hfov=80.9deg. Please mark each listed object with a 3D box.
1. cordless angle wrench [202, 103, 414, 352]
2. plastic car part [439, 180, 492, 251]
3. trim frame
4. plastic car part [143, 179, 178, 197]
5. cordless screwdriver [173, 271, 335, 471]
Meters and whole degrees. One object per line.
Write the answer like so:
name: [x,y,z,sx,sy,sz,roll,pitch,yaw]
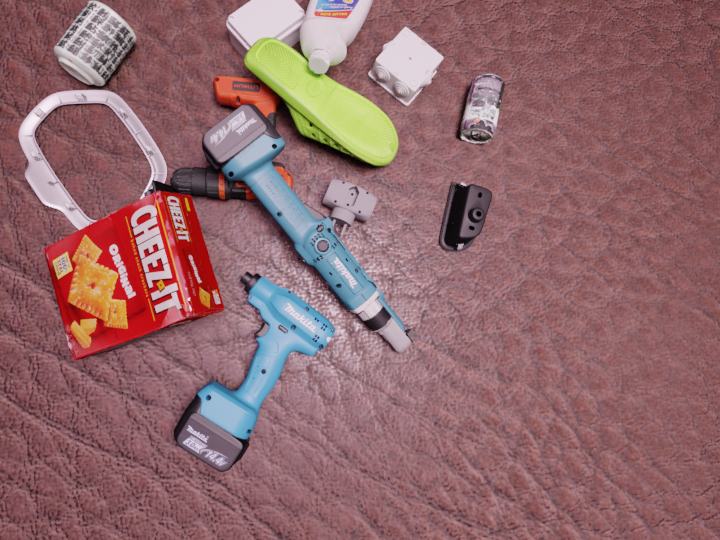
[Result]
cordless angle wrench: [-0.060,-0.039,0.612,0.097,0.076,0.415,-40,100,-9]
plastic car part: [0.173,-0.088,0.669,0.066,0.071,0.117,18,77,-5]
trim frame: [-0.411,-0.171,0.647,0.183,0.027,0.249,-35,88,-9]
plastic car part: [-0.283,-0.025,0.618,0.067,0.065,0.205,-20,84,0]
cordless screwdriver: [-0.167,0.133,0.600,0.159,0.074,0.248,36,75,0]
